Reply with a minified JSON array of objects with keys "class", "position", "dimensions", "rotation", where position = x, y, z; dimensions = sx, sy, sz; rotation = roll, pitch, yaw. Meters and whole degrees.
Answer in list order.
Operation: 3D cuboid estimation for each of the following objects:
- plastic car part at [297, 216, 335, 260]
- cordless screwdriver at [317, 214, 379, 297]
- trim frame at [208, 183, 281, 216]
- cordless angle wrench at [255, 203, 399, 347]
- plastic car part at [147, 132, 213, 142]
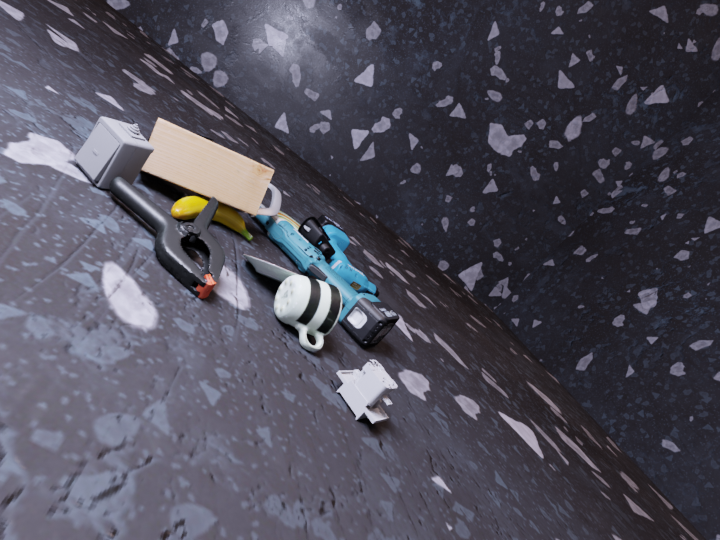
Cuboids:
[{"class":"plastic car part","position":[-0.093,-0.061,0.951],"dimensions":[0.074,0.066,0.111],"rotation":[47,-8,30]},{"class":"cordless screwdriver","position":[-0.045,-0.032,1.087],"dimensions":[0.151,0.075,0.261],"rotation":[32,19,-36]},{"class":"trim frame","position":[-0.262,-0.177,0.928],"dimensions":[0.179,0.027,0.257],"rotation":[18,27,-16]},{"class":"cordless angle wrench","position":[-0.105,-0.021,0.874],"dimensions":[0.442,0.074,0.093],"rotation":[43,13,24]},{"class":"plastic car part","position":[-0.389,-0.267,0.932],"dimensions":[0.199,0.067,0.067],"rotation":[-22,89,-78]}]
